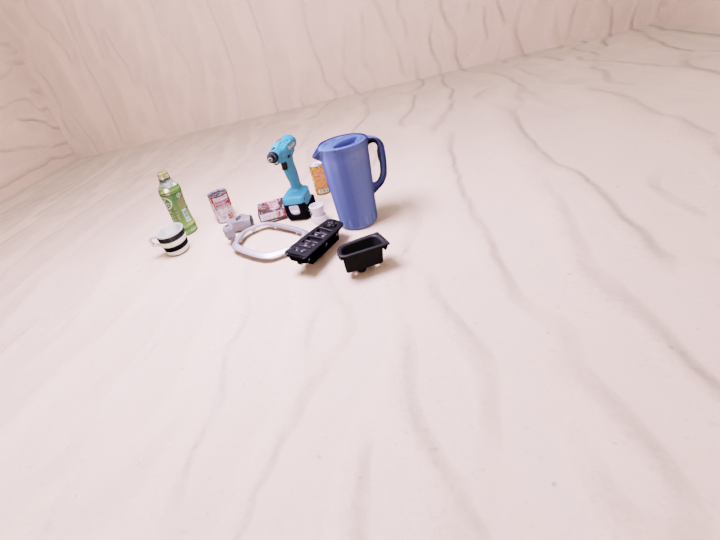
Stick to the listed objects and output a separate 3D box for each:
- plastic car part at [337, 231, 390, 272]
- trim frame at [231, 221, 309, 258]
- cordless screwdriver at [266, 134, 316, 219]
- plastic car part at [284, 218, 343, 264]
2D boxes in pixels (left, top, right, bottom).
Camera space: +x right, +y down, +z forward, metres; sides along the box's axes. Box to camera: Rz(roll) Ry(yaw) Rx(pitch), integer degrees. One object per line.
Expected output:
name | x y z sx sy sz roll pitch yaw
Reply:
plastic car part | 0.005 -0.032 0.961 0.115 0.068 0.069 -22 31 -11
trim frame | -0.257 -0.090 1.206 0.262 0.026 0.181 14 42 38
cordless screwdriver | -0.210 -0.263 1.253 0.076 0.240 0.160 -4 32 17
plastic car part | -0.105 -0.068 1.070 0.069 0.064 0.201 6 37 30
